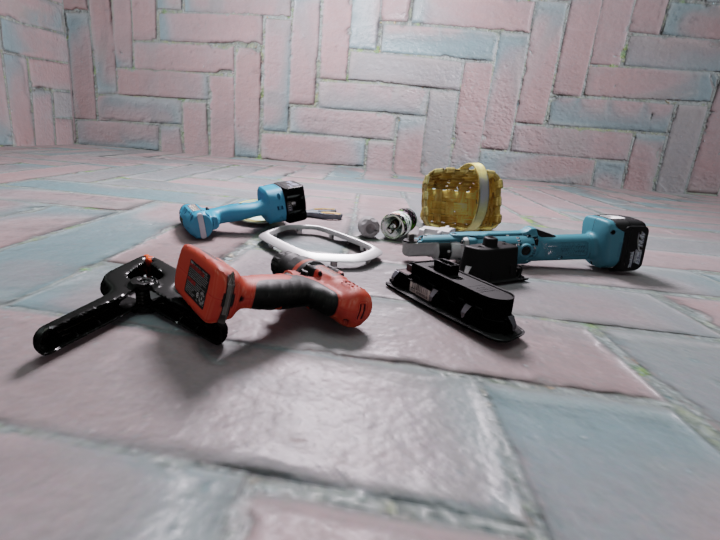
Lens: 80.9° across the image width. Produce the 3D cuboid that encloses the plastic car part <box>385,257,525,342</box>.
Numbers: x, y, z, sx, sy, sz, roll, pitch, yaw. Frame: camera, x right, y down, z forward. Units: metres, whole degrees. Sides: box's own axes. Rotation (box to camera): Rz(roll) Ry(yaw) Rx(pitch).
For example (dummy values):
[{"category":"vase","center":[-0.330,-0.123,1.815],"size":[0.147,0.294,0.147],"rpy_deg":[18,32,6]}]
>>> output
[{"category":"plastic car part","center":[0.118,0.026,0.533],"size":[0.063,0.066,0.214],"rpy_deg":[3,18,-31]}]

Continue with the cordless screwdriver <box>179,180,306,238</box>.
[{"category":"cordless screwdriver","center":[-0.245,-0.129,0.872],"size":[0.242,0.072,0.168],"rpy_deg":[-17,25,-25]}]

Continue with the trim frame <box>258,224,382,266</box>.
[{"category":"trim frame","center":[-0.075,-0.049,0.770],"size":[0.177,0.027,0.263],"rpy_deg":[-12,22,-38]}]

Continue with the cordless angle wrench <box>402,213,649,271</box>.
[{"category":"cordless angle wrench","center":[0.282,-0.044,0.751],"size":[0.419,0.096,0.076],"rpy_deg":[-2,17,-5]}]

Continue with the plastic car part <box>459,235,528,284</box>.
[{"category":"plastic car part","center":[0.205,-0.019,0.667],"size":[0.112,0.070,0.069],"rpy_deg":[-3,17,-31]}]
